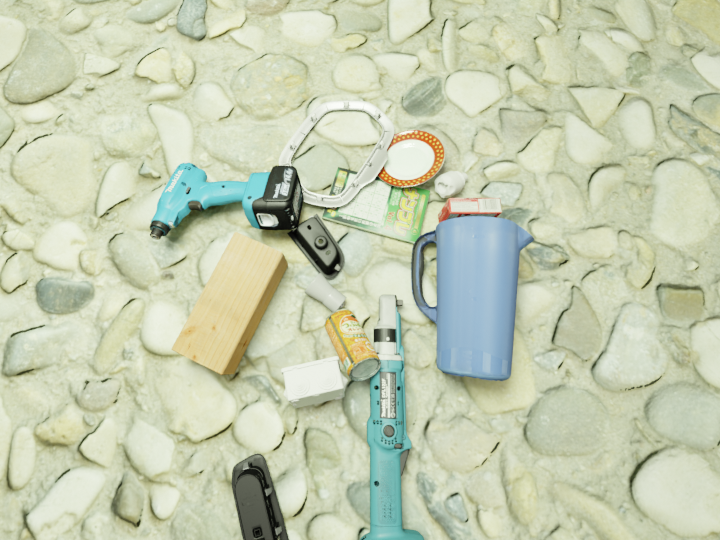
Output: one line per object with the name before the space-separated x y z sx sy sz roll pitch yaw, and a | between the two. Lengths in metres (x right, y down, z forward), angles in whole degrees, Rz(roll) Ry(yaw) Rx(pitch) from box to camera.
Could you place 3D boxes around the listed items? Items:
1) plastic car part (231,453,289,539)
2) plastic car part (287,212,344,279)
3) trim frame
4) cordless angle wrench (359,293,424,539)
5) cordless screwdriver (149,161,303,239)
plastic car part | -0.148 0.383 0.619 0.066 0.065 0.208 -19 72 1
plastic car part | -0.071 -0.047 0.730 0.065 0.069 0.120 -35 75 -8
trim frame | -0.042 -0.228 0.792 0.189 0.027 0.248 29 72 12
cordless angle wrench | 0.042 0.245 0.647 0.098 0.073 0.430 0 72 0
cordless screwdriver | -0.229 -0.111 0.718 0.255 0.071 0.162 5 56 13
